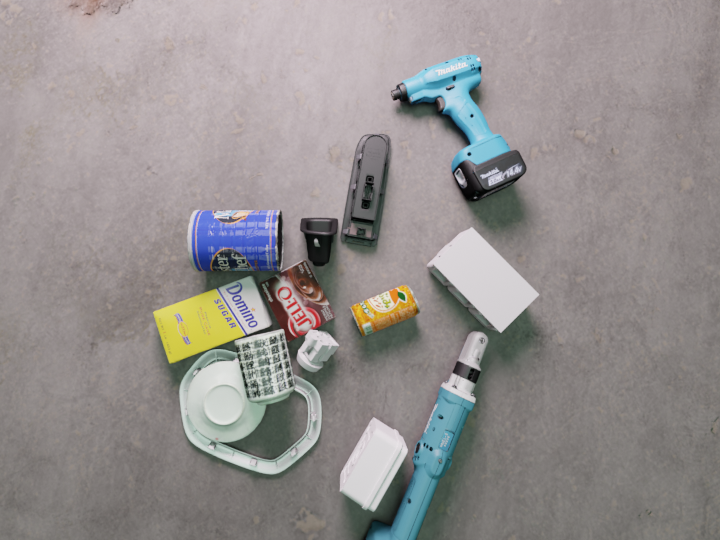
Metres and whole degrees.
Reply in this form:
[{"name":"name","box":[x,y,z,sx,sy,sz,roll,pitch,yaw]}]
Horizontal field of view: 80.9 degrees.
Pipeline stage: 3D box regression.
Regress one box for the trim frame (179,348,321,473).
[{"name":"trim frame","box":[-0.187,0.232,0.709,0.251,0.027,0.184,20,84,5]}]

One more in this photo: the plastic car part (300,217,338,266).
[{"name":"plastic car part","box":[-0.068,-0.045,0.700,0.066,0.119,0.069,-1,110,-3]}]

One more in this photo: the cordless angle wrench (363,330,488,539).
[{"name":"cordless angle wrench","box":[0.113,0.293,0.667,0.074,0.098,0.424,25,82,-4]}]

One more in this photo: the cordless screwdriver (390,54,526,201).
[{"name":"cordless screwdriver","box":[0.165,-0.242,0.730,0.159,0.073,0.252,-20,81,-1]}]

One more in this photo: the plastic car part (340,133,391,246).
[{"name":"plastic car part","box":[0.011,-0.148,0.730,0.067,0.066,0.204,9,82,6]}]
